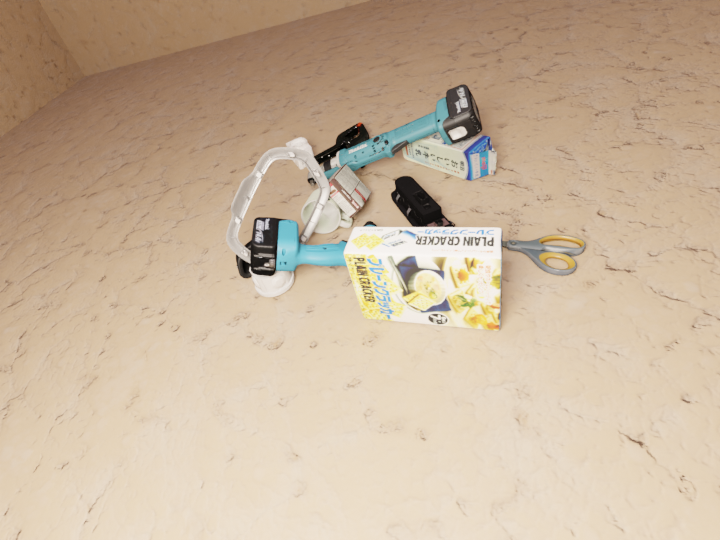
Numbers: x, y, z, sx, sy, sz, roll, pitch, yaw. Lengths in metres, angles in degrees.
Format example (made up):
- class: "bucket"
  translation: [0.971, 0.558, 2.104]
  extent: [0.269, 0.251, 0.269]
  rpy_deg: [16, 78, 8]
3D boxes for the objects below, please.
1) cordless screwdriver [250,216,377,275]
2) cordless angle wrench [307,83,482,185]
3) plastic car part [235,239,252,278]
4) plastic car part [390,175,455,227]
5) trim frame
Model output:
- class: "cordless screwdriver"
  translation: [-0.077, -0.051, 0.791]
  extent: [0.247, 0.072, 0.164]
  rpy_deg: [7, 43, -4]
- class: "cordless angle wrench"
  translation: [0.051, -0.284, 0.970]
  extent: [0.437, 0.070, 0.100]
  rpy_deg: [-15, 59, 30]
- class: "plastic car part"
  translation: [-0.221, -0.041, 0.892]
  extent: [0.115, 0.063, 0.075]
  rpy_deg: [-38, 30, -16]
- class: "plastic car part"
  translation: [0.117, -0.135, 0.863]
  extent: [0.066, 0.064, 0.213]
  rpy_deg: [-28, 40, -1]
- class: "trim frame"
  translation: [-0.160, -0.118, 0.823]
  extent: [0.248, 0.175, 0.029]
  rpy_deg: [-60, 32, 14]
